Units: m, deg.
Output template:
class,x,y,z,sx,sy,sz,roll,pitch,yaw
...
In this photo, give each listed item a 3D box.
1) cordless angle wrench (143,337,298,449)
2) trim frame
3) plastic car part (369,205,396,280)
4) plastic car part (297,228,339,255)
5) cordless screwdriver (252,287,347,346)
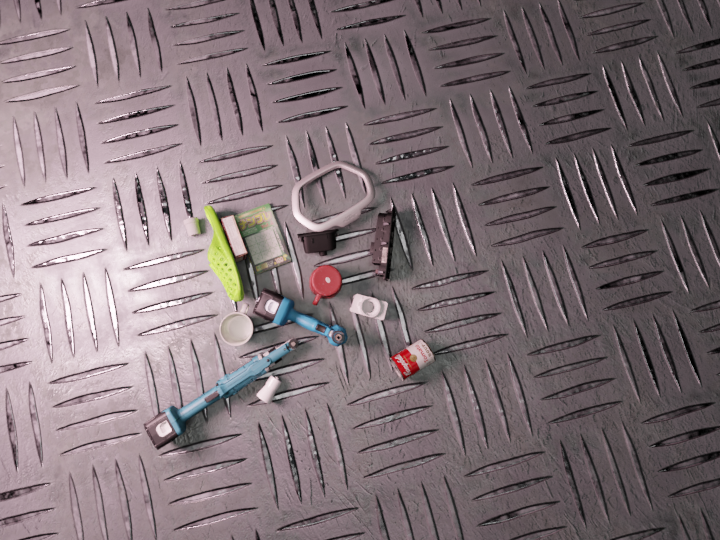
class,x,y,z,sx,sy,sz,roll,pitch,yaw
cordless angle wrench,-0.342,0.298,1.091,0.419,0.098,0.075,-32,87,-10
trim frame,-0.077,-0.208,1.181,0.245,0.027,0.190,-33,73,-14
plastic car part,0.064,-0.077,1.168,0.070,0.063,0.204,8,82,23
plastic car part,-0.114,-0.075,1.165,0.115,0.067,0.070,-5,99,-6
cordless screwdriver,-0.150,0.126,1.080,0.251,0.158,0.074,24,82,2
